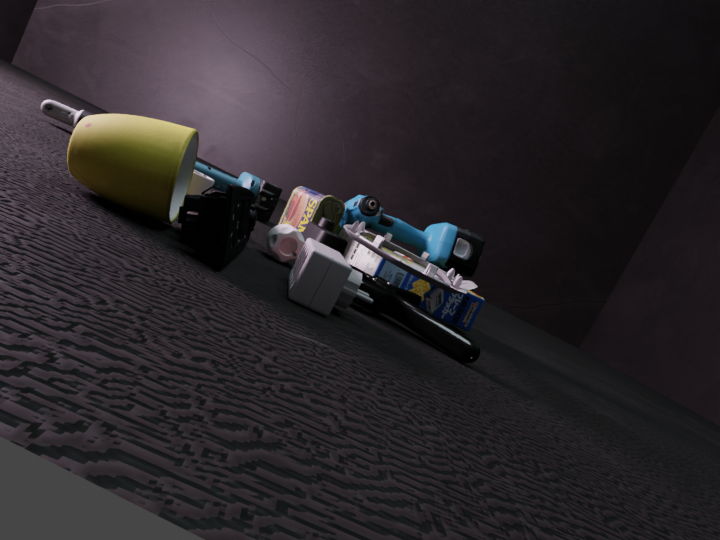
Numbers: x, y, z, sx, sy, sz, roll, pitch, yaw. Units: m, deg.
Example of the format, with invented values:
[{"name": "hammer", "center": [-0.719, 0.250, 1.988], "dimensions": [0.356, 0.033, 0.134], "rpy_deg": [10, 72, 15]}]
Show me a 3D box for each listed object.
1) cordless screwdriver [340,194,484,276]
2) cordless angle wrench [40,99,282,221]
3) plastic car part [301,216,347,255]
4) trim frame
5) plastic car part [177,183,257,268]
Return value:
[{"name": "cordless screwdriver", "center": [0.089, -0.065, 0.718], "dimensions": [0.245, 0.074, 0.161], "rpy_deg": [21, -5, -9]}, {"name": "cordless angle wrench", "center": [-0.351, -0.204, 0.777], "dimensions": [0.406, 0.074, 0.102], "rpy_deg": [22, 7, -24]}, {"name": "plastic car part", "center": [-0.057, -0.037, 0.582], "dimensions": [0.063, 0.071, 0.122], "rpy_deg": [26, 8, -28]}, {"name": "trim frame", "center": [0.065, -0.020, 0.568], "dimensions": [0.187, 0.027, 0.245], "rpy_deg": [30, 7, 6]}, {"name": "plastic car part", "center": [-0.138, -0.050, 0.420], "dimensions": [0.067, 0.066, 0.205], "rpy_deg": [1, 9, -4]}]
